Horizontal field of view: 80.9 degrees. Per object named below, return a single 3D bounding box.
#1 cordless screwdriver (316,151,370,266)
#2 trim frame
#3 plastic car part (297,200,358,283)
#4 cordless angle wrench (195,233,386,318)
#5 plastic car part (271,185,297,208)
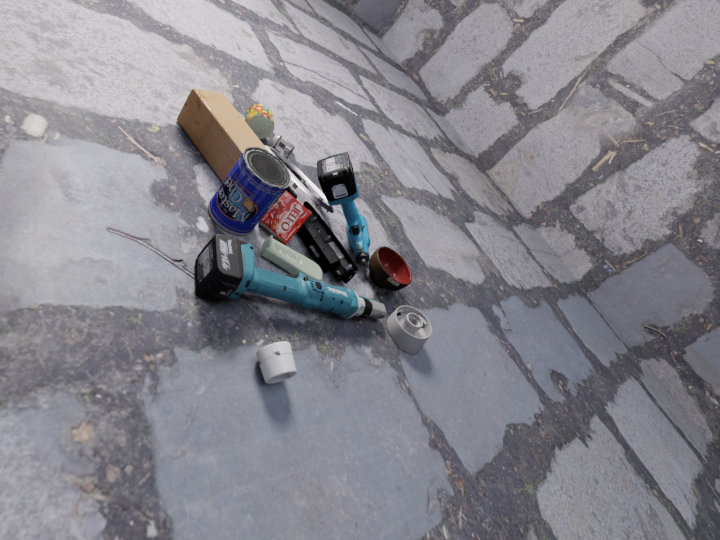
[{"bbox_3d":[-0.027,-0.135,0.969,0.237,0.075,0.165,68,10,-46],"label":"cordless screwdriver"},{"bbox_3d":[-0.149,-0.216,1.007,0.259,0.028,0.176,49,11,22],"label":"trim frame"},{"bbox_3d":[-0.090,-0.059,0.925,0.065,0.066,0.210,-20,67,-30],"label":"plastic car part"},{"bbox_3d":[-0.097,0.041,0.791,0.400,0.075,0.102,19,41,-38],"label":"cordless angle wrench"},{"bbox_3d":[-0.188,-0.187,0.965,0.120,0.066,0.068,51,17,16],"label":"plastic car part"}]
